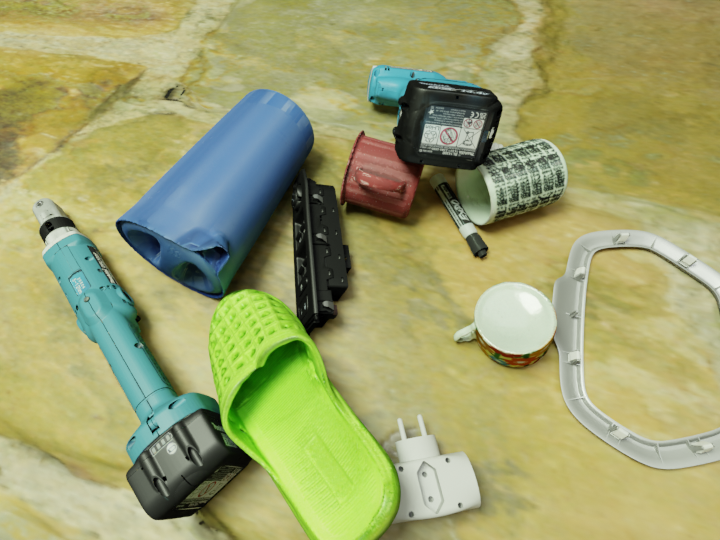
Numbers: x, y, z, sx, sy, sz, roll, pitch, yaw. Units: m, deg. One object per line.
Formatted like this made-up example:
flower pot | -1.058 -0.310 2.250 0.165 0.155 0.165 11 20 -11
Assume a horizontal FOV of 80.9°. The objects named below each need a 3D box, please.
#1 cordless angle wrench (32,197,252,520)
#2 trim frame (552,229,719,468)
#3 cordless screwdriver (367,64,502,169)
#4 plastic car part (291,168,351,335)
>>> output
cordless angle wrench | -0.270 0.046 0.452 0.074 0.094 0.443 -40 62 -14
trim frame | 0.287 0.062 0.422 0.189 0.026 0.251 14 65 14
cordless screwdriver | 0.100 -0.198 0.509 0.158 0.073 0.257 3 33 -7
plastic car part | -0.047 -0.031 0.485 0.066 0.065 0.210 -4 61 -15
